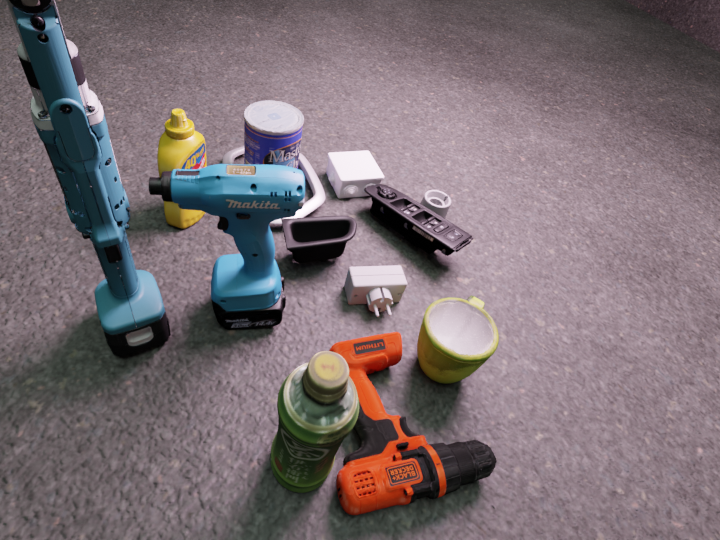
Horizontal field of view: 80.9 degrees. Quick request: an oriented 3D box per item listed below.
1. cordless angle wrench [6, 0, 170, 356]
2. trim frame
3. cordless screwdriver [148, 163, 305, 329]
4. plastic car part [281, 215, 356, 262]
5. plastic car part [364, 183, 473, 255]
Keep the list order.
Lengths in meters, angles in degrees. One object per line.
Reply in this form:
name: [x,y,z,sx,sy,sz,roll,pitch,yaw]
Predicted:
cordless angle wrench: [-0.259,-0.062,0.418,0.072,0.415,0.103,-17,56,-28]
trim frame: [-0.171,-0.169,0.796,0.179,0.027,0.261,-12,51,-20]
cordless screwdriver: [-0.159,-0.024,0.517,0.156,0.244,0.077,1,49,-13]
plastic car part: [-0.065,-0.043,0.670,0.114,0.069,0.069,-4,50,-15]
plastic car part: [0.090,-0.086,0.739,0.065,0.065,0.212,-31,60,-33]
